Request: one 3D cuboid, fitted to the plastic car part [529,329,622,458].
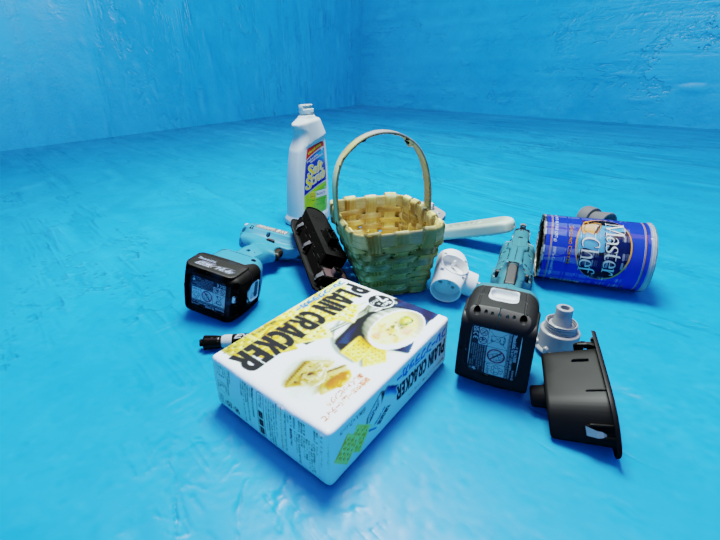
[{"bbox_3d":[0.207,0.121,0.418,0.074,0.064,0.116,-6,25,27],"label":"plastic car part"}]

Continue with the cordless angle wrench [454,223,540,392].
[{"bbox_3d":[0.216,0.012,0.605,0.077,0.096,0.415,10,25,21],"label":"cordless angle wrench"}]

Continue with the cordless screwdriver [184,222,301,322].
[{"bbox_3d":[-0.160,-0.008,0.680,0.162,0.073,0.248,13,25,8],"label":"cordless screwdriver"}]

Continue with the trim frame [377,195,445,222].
[{"bbox_3d":[0.066,-0.138,0.971,0.254,0.027,0.185,6,28,12],"label":"trim frame"}]

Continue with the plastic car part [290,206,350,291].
[{"bbox_3d":[-0.068,-0.044,0.694,0.064,0.066,0.213,7,30,-28],"label":"plastic car part"}]
